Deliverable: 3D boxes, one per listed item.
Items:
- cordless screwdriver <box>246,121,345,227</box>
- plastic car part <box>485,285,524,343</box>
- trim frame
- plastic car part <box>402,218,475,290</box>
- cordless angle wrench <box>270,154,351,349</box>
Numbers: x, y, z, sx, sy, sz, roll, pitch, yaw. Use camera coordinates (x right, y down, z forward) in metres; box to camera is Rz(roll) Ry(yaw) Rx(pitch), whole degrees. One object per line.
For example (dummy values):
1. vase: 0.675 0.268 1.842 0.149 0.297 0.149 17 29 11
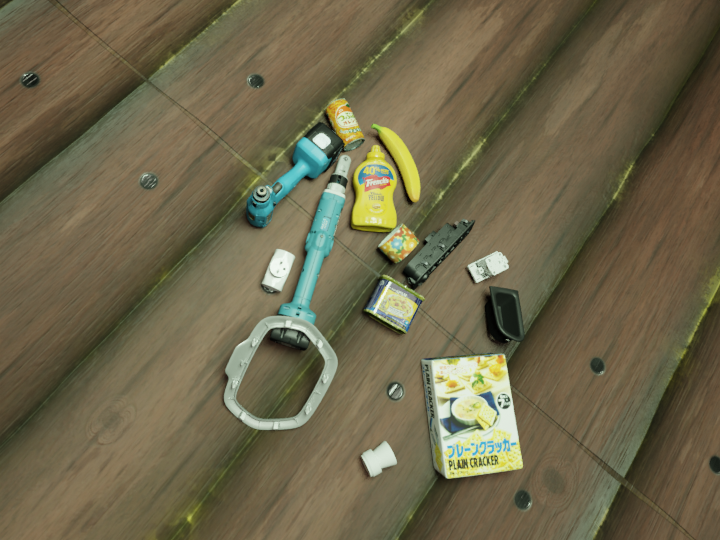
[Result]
1. cordless screwdriver: -0.135 -0.198 0.851 0.074 0.160 0.247 41 72 -3
2. plastic car part: 0.296 0.101 0.893 0.065 0.070 0.119 9 60 -9
3. trim frame: -0.150 0.193 0.766 0.183 0.028 0.247 27 107 -4
4. plastic car part: 0.162 -0.042 0.911 0.068 0.065 0.202 39 74 8
5. cordless angle wrench: -0.084 -0.055 0.863 0.074 0.098 0.427 17 72 -5
